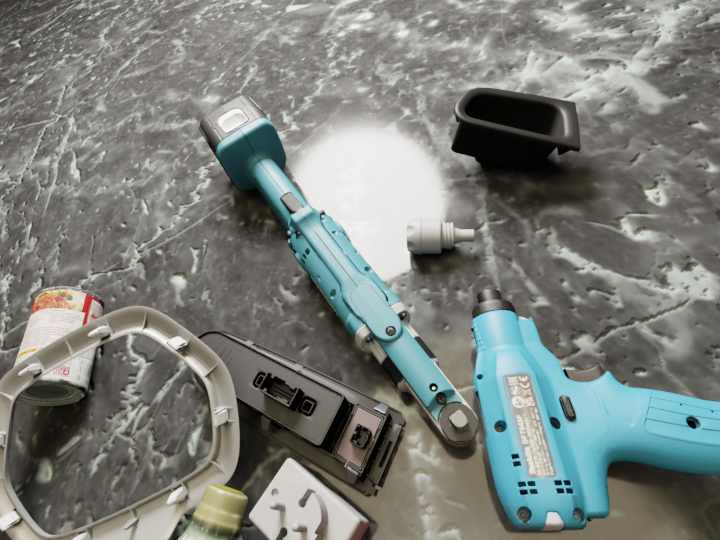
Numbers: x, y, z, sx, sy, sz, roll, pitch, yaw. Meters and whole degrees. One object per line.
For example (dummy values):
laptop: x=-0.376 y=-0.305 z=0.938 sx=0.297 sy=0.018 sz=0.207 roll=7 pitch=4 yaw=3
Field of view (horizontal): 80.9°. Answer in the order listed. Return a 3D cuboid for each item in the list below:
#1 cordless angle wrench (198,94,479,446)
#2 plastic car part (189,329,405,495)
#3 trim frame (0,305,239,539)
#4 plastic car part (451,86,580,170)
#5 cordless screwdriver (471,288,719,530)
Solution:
cordless angle wrench: x=-0.040 y=-0.026 z=0.414 sx=0.074 sy=0.094 sz=0.444 roll=-34 pitch=58 yaw=-8
plastic car part: x=-0.072 y=0.102 z=0.351 sx=0.213 sy=0.063 sz=0.066 roll=17 pitch=71 yaw=29
trim frame: x=-0.212 y=0.138 z=0.345 sx=0.250 sy=0.027 sz=0.187 roll=-27 pitch=81 yaw=6
plastic car part: x=0.146 y=-0.136 z=0.430 sx=0.118 sy=0.069 sz=0.067 roll=11 pitch=60 yaw=5
cordless screwdriver: x=0.204 y=0.071 z=0.272 sx=0.253 sy=0.071 sz=0.164 roll=-9 pitch=55 yaw=12
